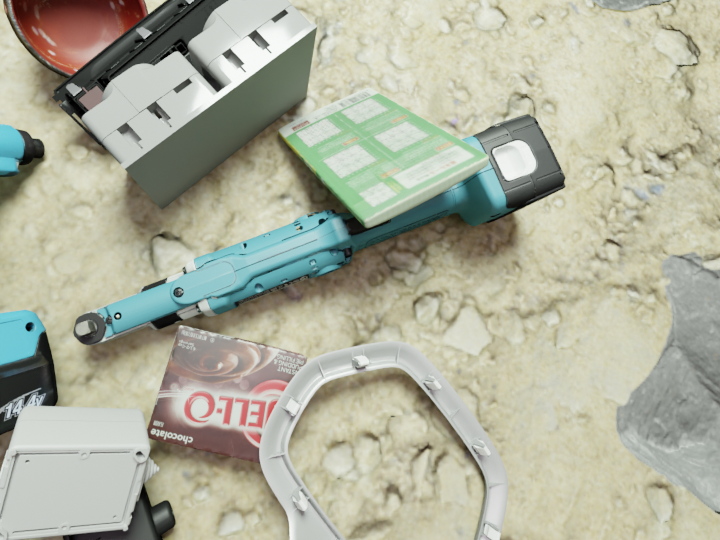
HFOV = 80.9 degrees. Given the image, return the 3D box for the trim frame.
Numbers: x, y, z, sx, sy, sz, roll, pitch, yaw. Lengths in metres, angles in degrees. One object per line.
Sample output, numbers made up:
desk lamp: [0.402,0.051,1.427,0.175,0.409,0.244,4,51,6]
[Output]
trim frame: [0.029,0.176,0.349,0.182,0.028,0.246,-38,96,-17]

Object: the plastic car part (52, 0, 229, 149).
plastic car part: [-0.177,-0.201,0.389,0.202,0.071,0.063,-53,127,-17]

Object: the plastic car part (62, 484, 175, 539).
plastic car part: [-0.177,0.212,0.323,0.069,0.067,0.118,-16,79,-27]

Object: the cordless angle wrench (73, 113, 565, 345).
cordless angle wrench: [-0.036,-0.024,0.373,0.420,0.098,0.075,-21,85,-6]

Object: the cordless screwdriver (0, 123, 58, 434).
cordless screwdriver: [-0.298,-0.003,0.323,0.076,0.155,0.248,-15,93,23]
